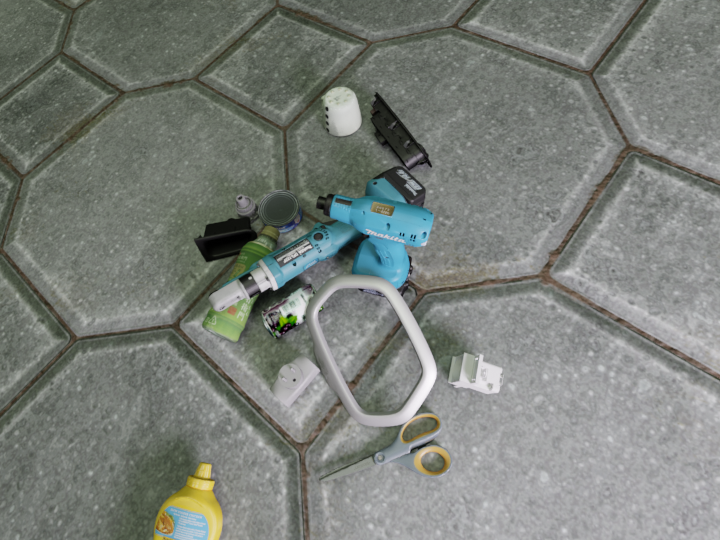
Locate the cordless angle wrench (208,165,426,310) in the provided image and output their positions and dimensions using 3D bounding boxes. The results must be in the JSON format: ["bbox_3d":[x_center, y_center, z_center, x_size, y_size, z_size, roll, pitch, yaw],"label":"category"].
[{"bbox_3d":[-0.073,-0.048,0.749,0.417,0.072,0.102,-32,64,-15],"label":"cordless angle wrench"}]

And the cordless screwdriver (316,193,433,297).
[{"bbox_3d":[0.016,-0.038,0.665,0.162,0.242,0.075,16,68,8],"label":"cordless screwdriver"}]

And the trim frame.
[{"bbox_3d":[0.008,0.122,0.672,0.187,0.026,0.254,-31,78,16],"label":"trim frame"}]

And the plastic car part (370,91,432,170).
[{"bbox_3d":[0.073,-0.280,0.876,0.067,0.063,0.212,-36,64,2],"label":"plastic car part"}]

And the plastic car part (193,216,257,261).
[{"bbox_3d":[-0.263,-0.073,0.841,0.116,0.063,0.074,-15,50,-2],"label":"plastic car part"}]
